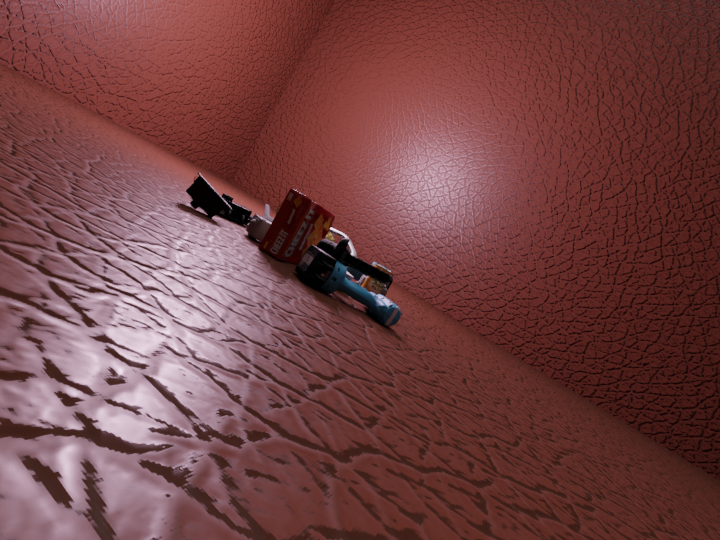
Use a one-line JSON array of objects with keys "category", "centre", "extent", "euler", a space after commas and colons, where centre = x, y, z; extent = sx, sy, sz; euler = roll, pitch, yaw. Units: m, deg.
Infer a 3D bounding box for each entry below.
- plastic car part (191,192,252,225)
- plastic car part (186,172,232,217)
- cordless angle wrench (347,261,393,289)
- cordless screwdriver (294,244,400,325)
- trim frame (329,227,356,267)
[{"category": "plastic car part", "centre": [-0.383, -0.181, 1.215], "extent": [0.070, 0.067, 0.192], "euler": [24, -3, 35]}, {"category": "plastic car part", "centre": [-0.379, -0.175, 1.034], "extent": [0.111, 0.071, 0.069], "euler": [47, -5, -27]}, {"category": "cordless angle wrench", "centre": [-0.101, -0.040, 1.365], "extent": [0.419, 0.097, 0.075], "euler": [25, 21, -4]}, {"category": "cordless screwdriver", "centre": [-0.032, 0.034, 0.978], "extent": [0.240, 0.074, 0.165], "euler": [33, 0, -20]}, {"category": "trim frame", "centre": [-0.129, -0.084, 1.318], "extent": [0.246, 0.027, 0.187], "euler": [21, 41, -6]}]
